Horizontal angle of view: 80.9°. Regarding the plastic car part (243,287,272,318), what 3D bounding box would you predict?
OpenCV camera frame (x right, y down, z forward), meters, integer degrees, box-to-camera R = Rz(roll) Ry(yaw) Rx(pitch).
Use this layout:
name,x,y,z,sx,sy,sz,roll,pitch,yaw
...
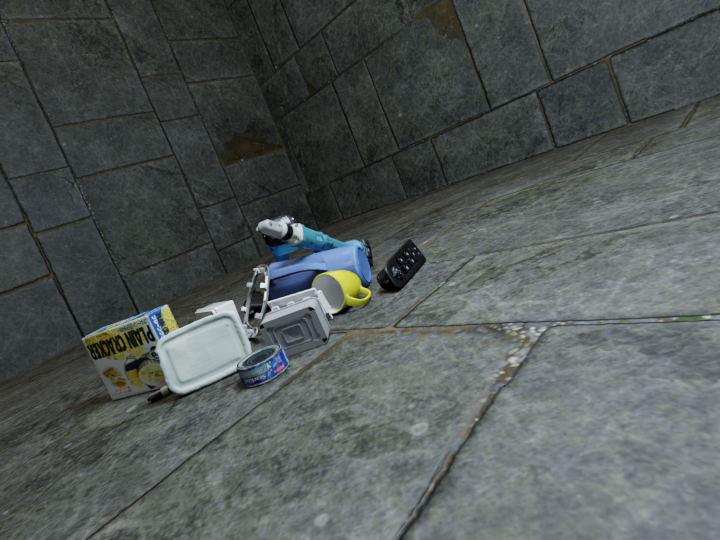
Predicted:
name,x,y,z,sx,sy,sz,roll,pitch,yaw
plastic car part,-0.288,0.098,1.222,0.072,0.065,0.117,-7,14,4

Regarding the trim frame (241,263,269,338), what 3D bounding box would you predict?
name,x,y,z,sx,sy,sz,roll,pitch,yaw
trim frame,-0.256,0.075,1.014,0.026,0.185,0.257,12,-6,-24

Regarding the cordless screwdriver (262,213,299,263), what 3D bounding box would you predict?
name,x,y,z,sx,sy,sz,roll,pitch,yaw
cordless screwdriver,-0.186,-0.033,1.181,0.156,0.241,0.078,-14,34,-16

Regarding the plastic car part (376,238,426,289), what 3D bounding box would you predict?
name,x,y,z,sx,sy,sz,roll,pitch,yaw
plastic car part,0.086,-0.009,0.962,0.068,0.066,0.200,-29,6,27

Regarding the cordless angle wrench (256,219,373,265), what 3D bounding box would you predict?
name,x,y,z,sx,sy,sz,roll,pitch,yaw
cordless angle wrench,-0.107,-0.070,1.098,0.101,0.076,0.401,-17,-18,30
